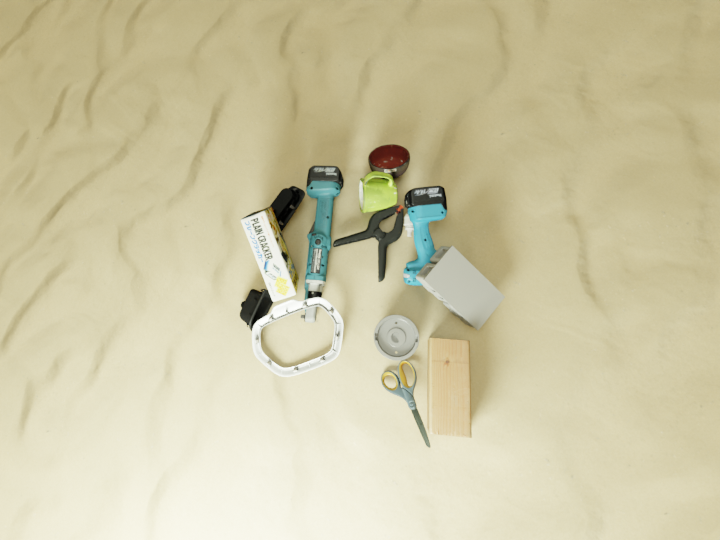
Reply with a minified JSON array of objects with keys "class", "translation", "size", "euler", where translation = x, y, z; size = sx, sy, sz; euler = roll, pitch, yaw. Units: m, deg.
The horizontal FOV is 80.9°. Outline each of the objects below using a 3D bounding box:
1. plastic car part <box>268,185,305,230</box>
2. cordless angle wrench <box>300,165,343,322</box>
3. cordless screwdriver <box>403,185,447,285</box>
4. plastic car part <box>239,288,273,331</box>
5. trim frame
[{"class":"plastic car part","translation":[-0.235,-0.153,1.164],"size":[0.069,0.064,0.203],"euler":[42,95,27]},{"class":"cordless angle wrench","translation":[-0.111,-0.073,1.140],"size":[0.100,0.072,0.427],"euler":[3,78,9]},{"class":"cordless screwdriver","translation":[0.189,-0.087,1.073],"size":[0.159,0.074,0.249],"euler":[-1,88,-2]},{"class":"plastic car part","translation":[-0.286,0.097,1.129],"size":[0.074,0.063,0.116],"euler":[26,84,28]},{"class":"trim frame","translation":[-0.162,0.168,1.077],"size":[0.251,0.027,0.185],"euler":[-22,86,10]}]
